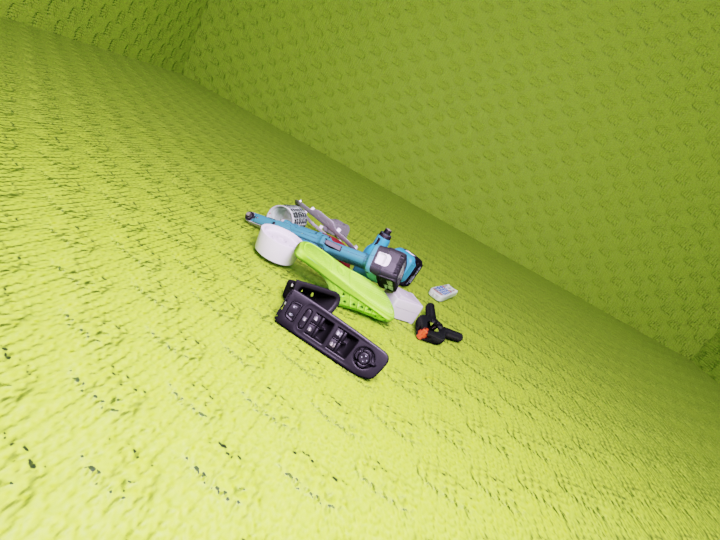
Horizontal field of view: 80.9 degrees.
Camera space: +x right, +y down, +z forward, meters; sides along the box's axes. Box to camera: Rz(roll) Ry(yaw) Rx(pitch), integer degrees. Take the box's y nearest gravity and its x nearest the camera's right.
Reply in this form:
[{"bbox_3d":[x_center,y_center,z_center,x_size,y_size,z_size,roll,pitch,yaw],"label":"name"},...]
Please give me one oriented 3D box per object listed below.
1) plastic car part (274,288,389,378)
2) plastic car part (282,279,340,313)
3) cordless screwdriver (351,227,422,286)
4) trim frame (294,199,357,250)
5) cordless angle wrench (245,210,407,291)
[{"bbox_3d":[-0.048,0.115,0.735,0.209,0.066,0.065,32,-8,14],"label":"plastic car part"},{"bbox_3d":[-0.105,0.050,0.830,0.110,0.066,0.075,17,7,-42],"label":"plastic car part"},{"bbox_3d":[0.087,-0.033,1.155,0.078,0.159,0.236,41,20,30],"label":"cordless screwdriver"},{"bbox_3d":[-0.096,-0.122,1.215,0.256,0.027,0.179,41,-7,13],"label":"trim frame"},{"bbox_3d":[-0.100,-0.066,1.026,0.438,0.074,0.094,21,-19,19],"label":"cordless angle wrench"}]
